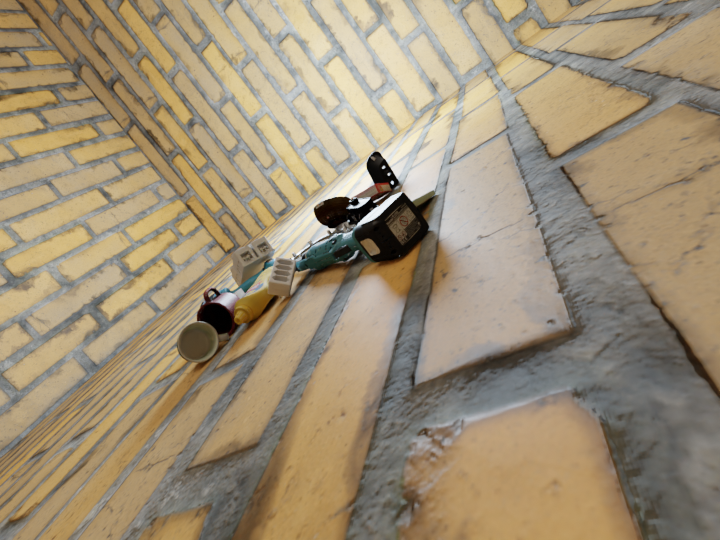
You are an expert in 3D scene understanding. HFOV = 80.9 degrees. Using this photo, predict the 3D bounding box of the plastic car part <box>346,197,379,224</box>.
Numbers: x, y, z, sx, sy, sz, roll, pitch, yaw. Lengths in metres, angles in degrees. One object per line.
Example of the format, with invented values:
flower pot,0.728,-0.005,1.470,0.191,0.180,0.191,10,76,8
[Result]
plastic car part,0.006,-0.152,1.053,0.066,0.065,0.209,-32,17,-8

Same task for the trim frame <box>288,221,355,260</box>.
trim frame,-0.108,-0.071,1.109,0.181,0.027,0.256,-38,12,-25

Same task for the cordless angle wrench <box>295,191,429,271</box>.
cordless angle wrench,-0.040,-0.043,0.827,0.097,0.073,0.436,-44,14,-27

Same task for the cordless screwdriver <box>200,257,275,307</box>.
cordless screwdriver,-0.309,0.052,1.144,0.246,0.073,0.164,-37,14,-13

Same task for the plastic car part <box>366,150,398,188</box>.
plastic car part,0.067,-0.273,1.190,0.066,0.111,0.075,-39,36,-6
